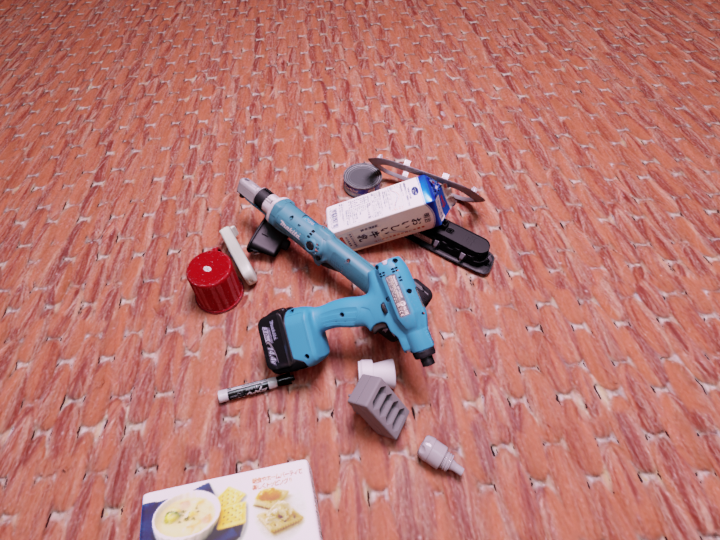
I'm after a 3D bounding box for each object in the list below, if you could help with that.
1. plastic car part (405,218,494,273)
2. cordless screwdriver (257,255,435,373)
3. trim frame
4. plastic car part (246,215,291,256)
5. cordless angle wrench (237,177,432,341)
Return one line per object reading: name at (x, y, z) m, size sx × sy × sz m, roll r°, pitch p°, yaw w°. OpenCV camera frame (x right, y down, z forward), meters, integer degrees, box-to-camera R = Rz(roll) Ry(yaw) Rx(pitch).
plastic car part at (0.167, -0.068, 0.817) m, size 0.212 × 0.065 × 0.065 m, roll 34°, pitch 53°, yaw 23°
cordless screwdriver at (-0.022, 0.096, 0.635) m, size 0.253 × 0.072 × 0.162 m, roll -23°, pitch 79°, yaw 16°
trim frame at (0.131, -0.187, 0.859) m, size 0.255 × 0.180 × 0.027 m, roll 21°, pitch 95°, yaw 12°
plastic car part at (-0.171, -0.069, 0.845) m, size 0.071 × 0.065 × 0.117 m, roll 22°, pitch 58°, yaw 0°
cordless angle wrench at (-0.074, -0.048, 0.755) m, size 0.440 × 0.097 × 0.072 m, roll 38°, pitch 34°, yaw 20°
